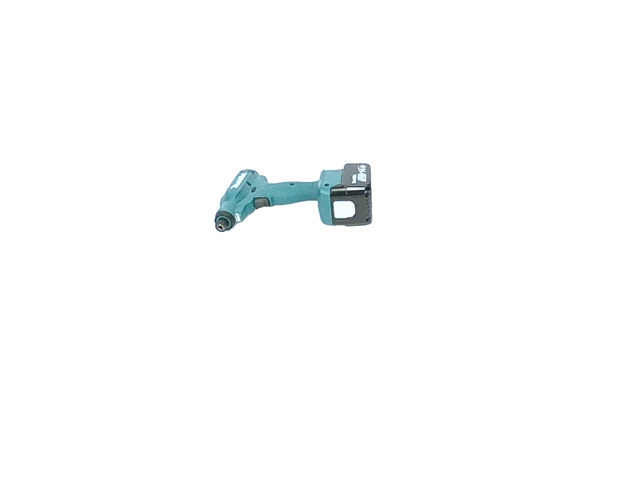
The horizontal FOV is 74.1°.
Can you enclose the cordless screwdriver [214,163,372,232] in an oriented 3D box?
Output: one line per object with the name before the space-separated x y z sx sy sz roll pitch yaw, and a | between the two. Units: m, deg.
cordless screwdriver | -0.041 -0.062 0.687 0.249 0.074 0.158 1 36 11
